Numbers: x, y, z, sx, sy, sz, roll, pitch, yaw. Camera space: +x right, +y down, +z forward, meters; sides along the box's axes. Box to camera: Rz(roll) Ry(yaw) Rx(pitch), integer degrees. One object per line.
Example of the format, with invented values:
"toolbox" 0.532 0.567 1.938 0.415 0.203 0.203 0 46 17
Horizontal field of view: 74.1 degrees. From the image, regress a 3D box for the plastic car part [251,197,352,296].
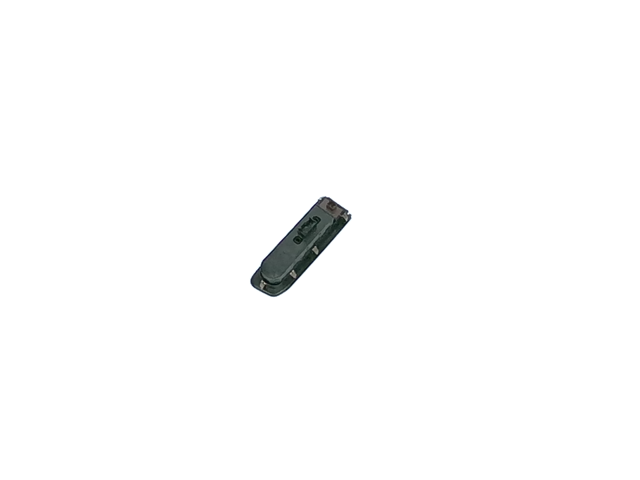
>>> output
"plastic car part" -0.029 0.005 0.685 0.066 0.202 0.067 39 -16 7
